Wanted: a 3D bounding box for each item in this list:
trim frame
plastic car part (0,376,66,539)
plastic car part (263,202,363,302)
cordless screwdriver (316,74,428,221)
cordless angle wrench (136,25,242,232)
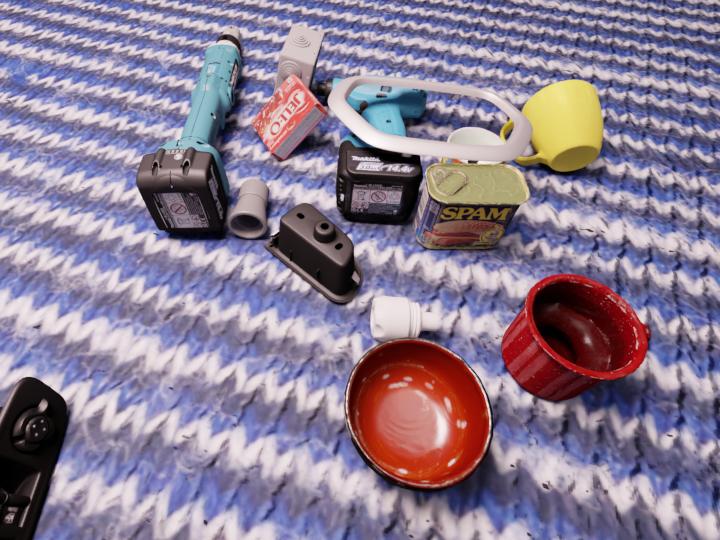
[{"bbox_3d":[0.084,-0.187,0.506,0.247,0.027,0.190,2,49,-4],"label":"trim frame"},{"bbox_3d":[-0.274,0.183,0.302,0.069,0.063,0.208,-12,54,20],"label":"plastic car part"},{"bbox_3d":[-0.043,-0.028,0.445,0.122,0.069,0.065,38,62,25],"label":"plastic car part"},{"bbox_3d":[0.005,-0.178,0.552,0.160,0.072,0.254,6,51,3],"label":"cordless screwdriver"},{"bbox_3d":[-0.202,-0.234,0.580,0.074,0.095,0.437,-3,52,-2],"label":"cordless angle wrench"}]
